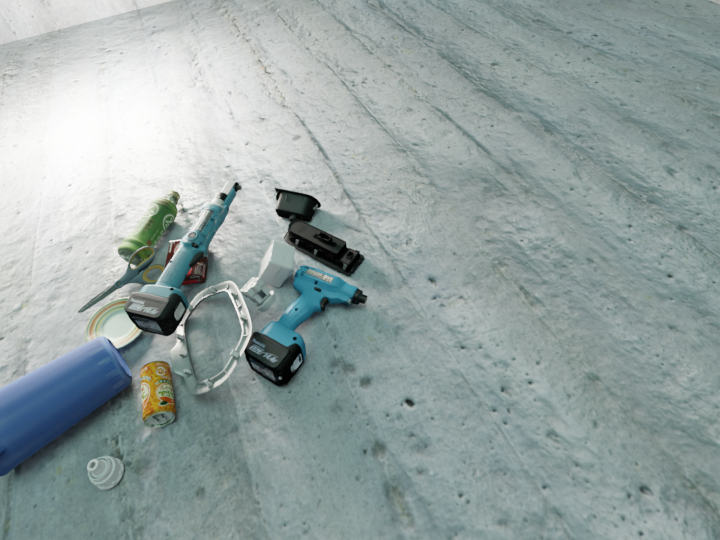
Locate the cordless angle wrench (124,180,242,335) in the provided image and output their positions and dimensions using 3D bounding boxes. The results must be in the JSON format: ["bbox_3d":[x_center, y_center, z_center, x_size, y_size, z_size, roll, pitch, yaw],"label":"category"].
[{"bbox_3d":[-0.368,-0.060,0.945,0.100,0.072,0.429,9,52,8],"label":"cordless angle wrench"}]

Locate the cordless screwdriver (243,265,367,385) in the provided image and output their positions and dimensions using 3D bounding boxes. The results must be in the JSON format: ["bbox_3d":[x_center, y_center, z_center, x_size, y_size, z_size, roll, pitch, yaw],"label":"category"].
[{"bbox_3d":[-0.103,0.103,0.822,0.165,0.072,0.248,18,52,20],"label":"cordless screwdriver"}]

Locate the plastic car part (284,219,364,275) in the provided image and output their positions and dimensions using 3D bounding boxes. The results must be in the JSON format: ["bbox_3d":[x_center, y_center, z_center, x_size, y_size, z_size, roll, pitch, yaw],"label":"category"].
[{"bbox_3d":[-0.094,-0.062,0.962,0.213,0.064,0.066,25,65,28],"label":"plastic car part"}]

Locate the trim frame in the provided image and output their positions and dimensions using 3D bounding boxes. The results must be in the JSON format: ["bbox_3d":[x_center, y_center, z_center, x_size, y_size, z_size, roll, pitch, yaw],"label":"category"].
[{"bbox_3d":[-0.293,0.120,0.814,0.184,0.026,0.262,-43,45,4],"label":"trim frame"}]

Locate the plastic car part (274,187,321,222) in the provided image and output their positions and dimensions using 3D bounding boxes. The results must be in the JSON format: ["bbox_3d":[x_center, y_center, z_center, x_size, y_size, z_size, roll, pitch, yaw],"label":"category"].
[{"bbox_3d":[-0.164,-0.154,1.050,0.120,0.063,0.071,15,69,15],"label":"plastic car part"}]
